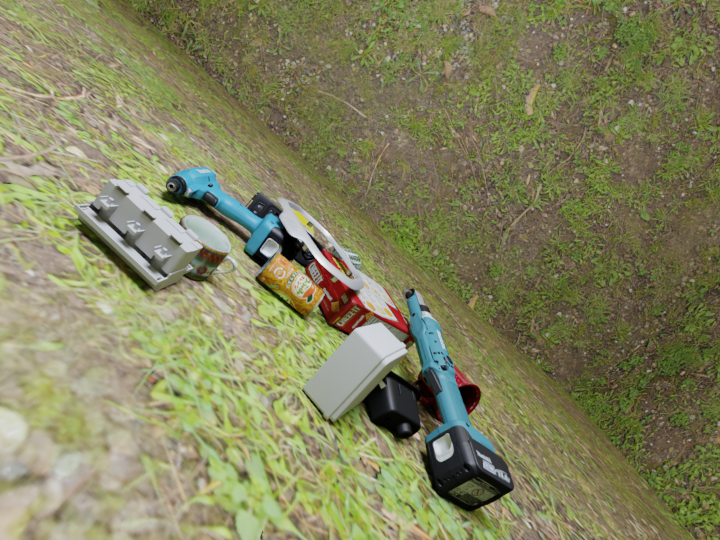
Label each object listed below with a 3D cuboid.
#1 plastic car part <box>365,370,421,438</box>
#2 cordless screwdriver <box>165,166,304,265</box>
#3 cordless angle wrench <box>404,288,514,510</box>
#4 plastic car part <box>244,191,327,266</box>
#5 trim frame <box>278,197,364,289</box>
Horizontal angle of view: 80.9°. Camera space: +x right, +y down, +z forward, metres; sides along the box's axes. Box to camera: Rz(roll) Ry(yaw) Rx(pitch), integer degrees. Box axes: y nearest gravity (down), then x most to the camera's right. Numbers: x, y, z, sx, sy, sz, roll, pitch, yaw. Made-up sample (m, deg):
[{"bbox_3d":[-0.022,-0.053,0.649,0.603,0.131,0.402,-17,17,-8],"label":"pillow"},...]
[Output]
[{"bbox_3d":[0.051,0.200,0.606,0.111,0.067,0.073,39,27,-31],"label":"plastic car part"},{"bbox_3d":[-0.218,-0.093,0.742,0.247,0.074,0.160,37,12,-5],"label":"cordless screwdriver"},{"bbox_3d":[0.132,0.169,0.729,0.094,0.075,0.436,36,23,-25],"label":"cordless angle wrench"},{"bbox_3d":[-0.164,-0.079,0.913,0.199,0.066,0.068,39,-13,-10],"label":"plastic car part"},{"bbox_3d":[-0.076,-0.050,0.780,0.174,0.028,0.262,35,16,-49],"label":"trim frame"}]
